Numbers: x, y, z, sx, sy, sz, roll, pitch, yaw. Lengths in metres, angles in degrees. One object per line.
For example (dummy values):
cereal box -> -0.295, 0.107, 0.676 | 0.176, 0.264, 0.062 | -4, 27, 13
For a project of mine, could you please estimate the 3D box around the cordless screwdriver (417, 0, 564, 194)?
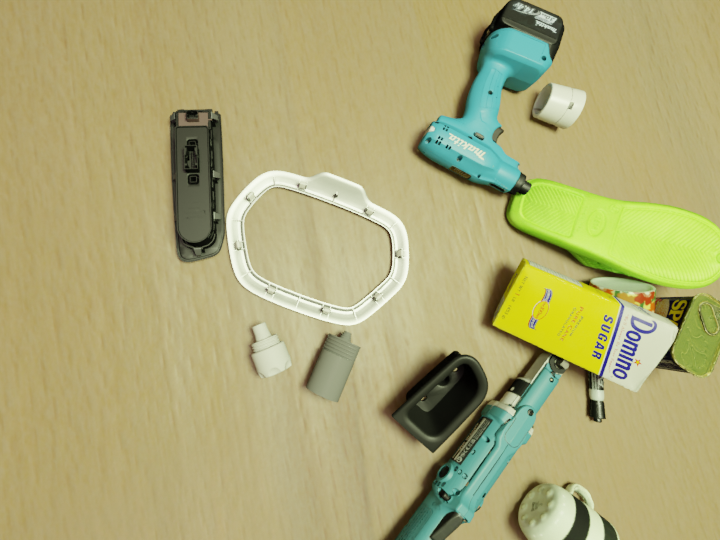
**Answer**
cordless screwdriver -> 0.203, -0.234, 0.587 | 0.160, 0.074, 0.249 | 28, 82, 1

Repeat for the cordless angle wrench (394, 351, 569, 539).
cordless angle wrench -> 0.117, 0.259, 0.500 | 0.074, 0.099, 0.420 | 44, 74, -3

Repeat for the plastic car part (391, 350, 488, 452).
plastic car part -> 0.099, 0.146, 0.517 | 0.066, 0.071, 0.117 | 42, 95, -4

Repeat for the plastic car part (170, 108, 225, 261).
plastic car part -> -0.204, -0.113, 0.529 | 0.065, 0.068, 0.204 | -3, 85, -17

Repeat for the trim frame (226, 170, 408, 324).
trim frame -> -0.054, -0.035, 0.550 | 0.248, 0.027, 0.185 | 21, 78, -2
